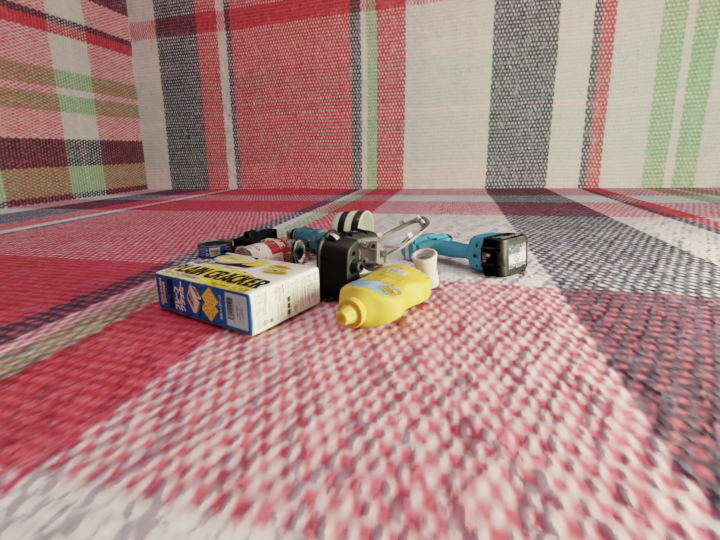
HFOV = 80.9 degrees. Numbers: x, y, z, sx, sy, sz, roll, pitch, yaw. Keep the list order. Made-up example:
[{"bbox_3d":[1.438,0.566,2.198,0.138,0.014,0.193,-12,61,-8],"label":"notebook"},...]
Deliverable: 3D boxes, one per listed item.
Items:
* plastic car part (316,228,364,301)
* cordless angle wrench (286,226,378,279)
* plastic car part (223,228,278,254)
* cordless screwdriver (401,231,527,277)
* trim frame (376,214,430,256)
[{"bbox_3d":[-0.029,-0.004,0.688,0.074,0.115,0.064,13,19,33],"label":"plastic car part"},{"bbox_3d":[-0.093,-0.061,0.955,0.072,0.096,0.442,-11,15,-24],"label":"cordless angle wrench"},{"bbox_3d":[-0.263,-0.068,1.051,0.069,0.066,0.198,-3,11,24],"label":"plastic car part"},{"bbox_3d":[0.228,-0.049,0.903,0.153,0.073,0.262,-14,16,-39],"label":"cordless screwdriver"},{"bbox_3d":[0.070,-0.072,0.963,0.186,0.027,0.251,-31,13,10],"label":"trim frame"}]
